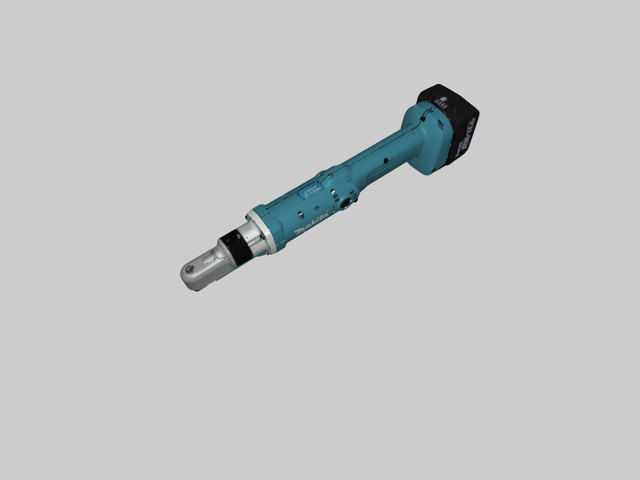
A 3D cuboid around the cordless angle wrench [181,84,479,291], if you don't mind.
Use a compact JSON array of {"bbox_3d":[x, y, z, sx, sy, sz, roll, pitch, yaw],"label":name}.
[{"bbox_3d":[0.017,-0.062,0.534,0.422,0.074,0.098,-32,-29,-16],"label":"cordless angle wrench"}]
